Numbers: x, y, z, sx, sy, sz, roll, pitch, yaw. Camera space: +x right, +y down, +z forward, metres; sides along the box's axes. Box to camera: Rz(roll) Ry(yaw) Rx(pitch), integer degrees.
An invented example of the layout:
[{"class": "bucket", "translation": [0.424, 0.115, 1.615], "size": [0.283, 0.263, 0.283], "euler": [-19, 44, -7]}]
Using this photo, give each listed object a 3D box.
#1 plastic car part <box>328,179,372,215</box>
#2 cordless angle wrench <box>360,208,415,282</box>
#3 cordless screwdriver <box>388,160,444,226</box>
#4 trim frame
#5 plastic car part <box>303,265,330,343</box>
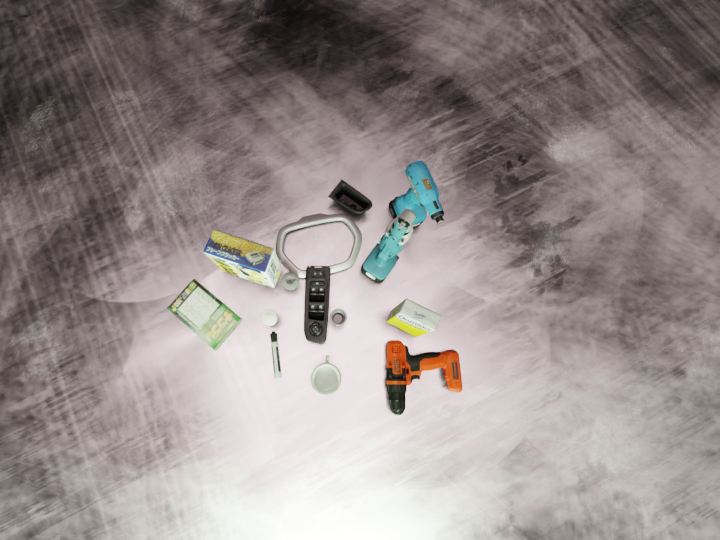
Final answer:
[{"class": "plastic car part", "translation": [-0.027, -0.193, 1.205], "size": [0.118, 0.070, 0.066], "euler": [36, 77, 8]}, {"class": "cordless angle wrench", "translation": [0.070, -0.059, 0.988], "size": [0.075, 0.418, 0.098], "euler": [35, 77, 3]}, {"class": "cordless screwdriver", "translation": [0.149, -0.165, 1.107], "size": [0.074, 0.246, 0.162], "euler": [-20, 79, -9]}, {"class": "trim frame", "translation": [-0.117, -0.076, 1.194], "size": [0.247, 0.027, 0.188], "euler": [-14, 75, -4]}, {"class": "plastic car part", "translation": [-0.116, 0.092, 1.127], "size": [0.066, 0.066, 0.206], "euler": [2, 75, -3]}]
